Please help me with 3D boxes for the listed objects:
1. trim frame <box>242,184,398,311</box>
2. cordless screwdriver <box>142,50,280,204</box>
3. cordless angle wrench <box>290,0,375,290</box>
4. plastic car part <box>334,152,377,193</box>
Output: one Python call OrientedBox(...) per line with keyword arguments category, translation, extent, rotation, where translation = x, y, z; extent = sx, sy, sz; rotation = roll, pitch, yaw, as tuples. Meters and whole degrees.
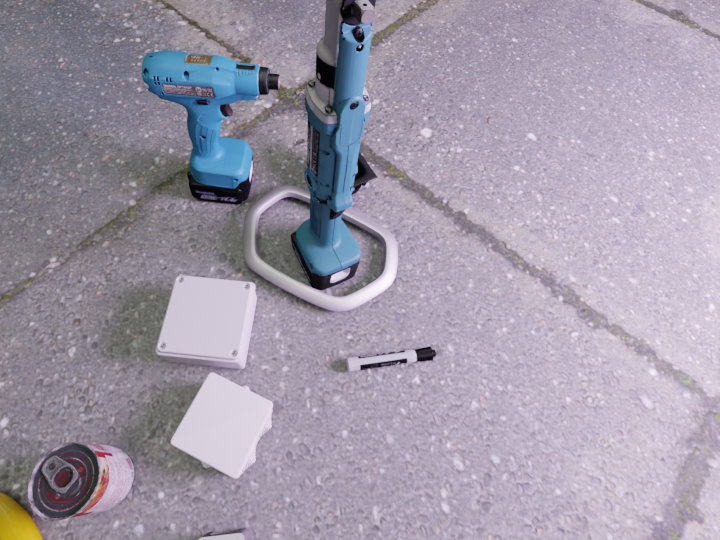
OrientedBox(category="trim frame", translation=(-0.063, -0.041, 0.642), extent=(0.254, 0.027, 0.184), rotation=(24, 64, 10))
OrientedBox(category="cordless screwdriver", translation=(-0.187, -0.190, 0.594), extent=(0.159, 0.244, 0.076), rotation=(6, 64, -3))
OrientedBox(category="cordless angle wrench", translation=(-0.031, -0.103, 0.457), extent=(0.073, 0.415, 0.101), rotation=(-22, 69, -17))
OrientedBox(category="plastic car part", translation=(-0.034, -0.164, 0.683), extent=(0.065, 0.069, 0.121), rotation=(-25, 67, -16))
